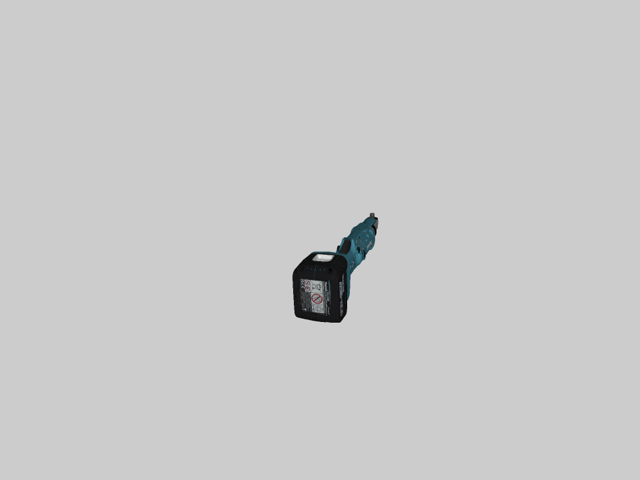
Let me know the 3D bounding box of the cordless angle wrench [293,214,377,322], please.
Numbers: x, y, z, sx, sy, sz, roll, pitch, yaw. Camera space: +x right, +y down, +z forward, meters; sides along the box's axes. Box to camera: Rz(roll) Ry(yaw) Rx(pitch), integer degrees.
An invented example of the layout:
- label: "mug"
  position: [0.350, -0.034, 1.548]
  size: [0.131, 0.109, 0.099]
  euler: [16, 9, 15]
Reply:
- label: "cordless angle wrench"
  position: [0.059, 0.023, 0.817]
  size: [0.074, 0.098, 0.421]
  euler: [4, 19, 18]
